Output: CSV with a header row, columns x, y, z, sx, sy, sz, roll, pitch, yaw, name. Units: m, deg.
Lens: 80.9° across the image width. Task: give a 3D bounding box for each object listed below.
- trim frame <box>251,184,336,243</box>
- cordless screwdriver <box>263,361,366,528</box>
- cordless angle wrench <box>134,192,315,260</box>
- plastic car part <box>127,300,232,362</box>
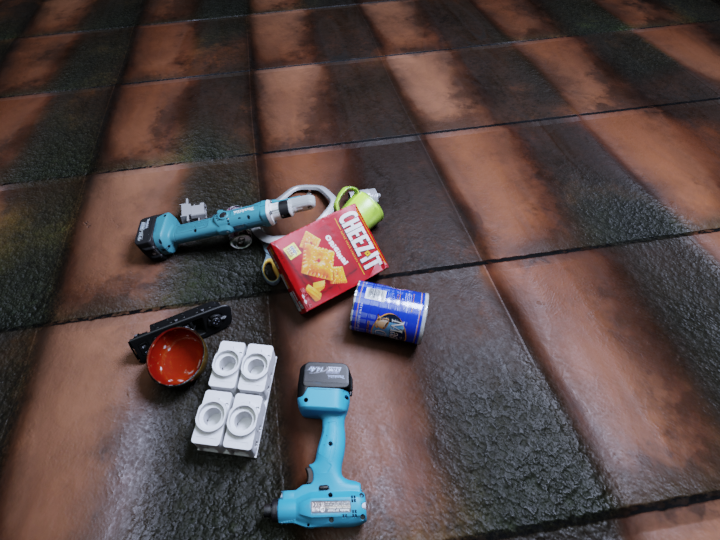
x,y,z,sx,sy,sz,roll,pitch,yaw,name
-0.165,-0.145,1.067,0.192,0.026,0.247,17,52,24,trim frame
-0.080,0.287,0.714,0.159,0.072,0.257,-4,56,-1,cordless screwdriver
-0.308,-0.113,0.976,0.429,0.071,0.101,-11,54,10,cordless angle wrench
-0.363,0.117,0.871,0.200,0.064,0.070,-20,29,-11,plastic car part
